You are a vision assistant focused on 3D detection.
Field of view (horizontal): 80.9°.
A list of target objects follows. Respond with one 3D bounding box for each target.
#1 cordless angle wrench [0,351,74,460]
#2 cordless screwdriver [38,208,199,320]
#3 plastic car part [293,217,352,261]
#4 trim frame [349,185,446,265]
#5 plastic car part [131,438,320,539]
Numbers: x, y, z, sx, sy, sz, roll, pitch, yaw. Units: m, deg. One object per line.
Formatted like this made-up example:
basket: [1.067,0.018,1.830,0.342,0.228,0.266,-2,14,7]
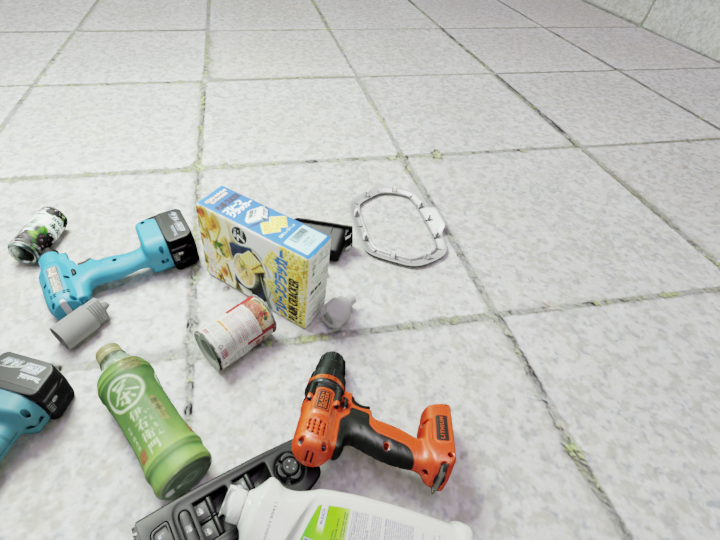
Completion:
cordless angle wrench: [-0.464,0.287,0.419,0.099,0.072,0.429,10,48,5]
cordless screwdriver: [-0.420,-0.029,0.734,0.244,0.072,0.168,-30,54,-24]
plastic car part: [-0.077,-0.050,0.788,0.118,0.064,0.072,9,59,9]
trim frame: [0.076,-0.101,0.864,0.181,0.027,0.259,-6,44,-11]
plastic car part: [-0.132,0.260,0.462,0.197,0.065,0.070,-23,45,-30]
